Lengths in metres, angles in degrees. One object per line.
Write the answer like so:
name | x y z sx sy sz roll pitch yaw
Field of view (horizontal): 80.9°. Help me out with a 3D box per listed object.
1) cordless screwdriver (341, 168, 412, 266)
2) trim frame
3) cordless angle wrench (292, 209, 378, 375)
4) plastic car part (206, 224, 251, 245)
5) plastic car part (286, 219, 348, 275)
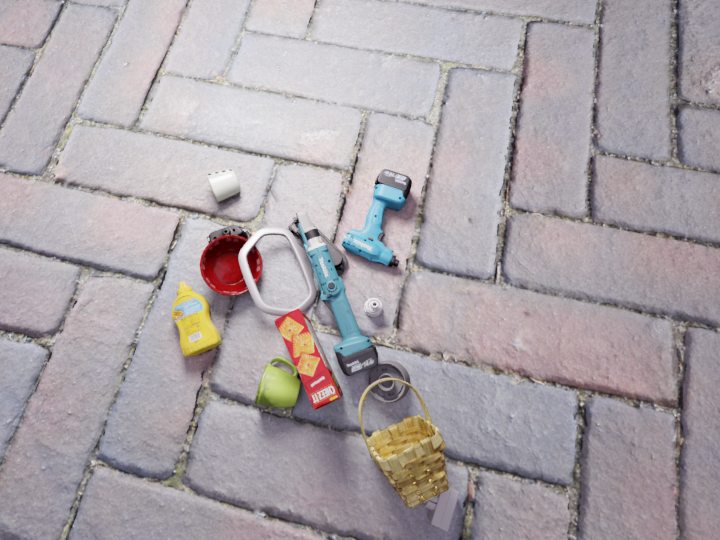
cordless screwdriver | 0.071 -0.139 1.141 0.162 0.073 0.249 25 80 9
trim frame | -0.214 0.003 1.110 0.180 0.028 0.252 -22 81 -19
cordless angle wrench | -0.073 0.043 1.059 0.098 0.073 0.429 -21 81 -2
plastic car part | -0.365 -0.093 1.153 0.116 0.069 0.067 -23 77 -2
plastic car part | -0.111 -0.073 1.138 0.066 0.066 0.208 -42 78 -17
